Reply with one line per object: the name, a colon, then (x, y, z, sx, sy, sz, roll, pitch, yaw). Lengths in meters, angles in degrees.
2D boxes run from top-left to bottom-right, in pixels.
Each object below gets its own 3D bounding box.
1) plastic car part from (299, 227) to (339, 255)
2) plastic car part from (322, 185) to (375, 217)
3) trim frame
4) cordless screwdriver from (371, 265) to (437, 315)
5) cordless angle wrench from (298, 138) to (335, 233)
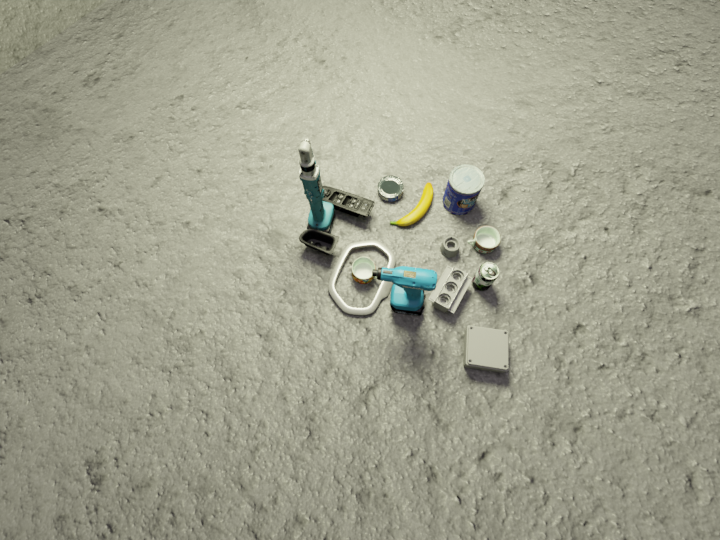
plastic car part: (-0.130, -0.085, 1.328, 0.120, 0.069, 0.066, 20, 71, 13)
plastic car part: (-0.057, -0.222, 1.381, 0.209, 0.065, 0.066, 23, 71, 15)
trim frame: (0.007, 0.018, 1.291, 0.189, 0.027, 0.250, 19, 70, 14)
cordless screwdriver: (0.111, 0.050, 1.147, 0.162, 0.241, 0.075, 8, 69, 6)
cordless angle wrench: (-0.131, -0.225, 1.202, 0.076, 0.411, 0.099, 13, 70, 7)
